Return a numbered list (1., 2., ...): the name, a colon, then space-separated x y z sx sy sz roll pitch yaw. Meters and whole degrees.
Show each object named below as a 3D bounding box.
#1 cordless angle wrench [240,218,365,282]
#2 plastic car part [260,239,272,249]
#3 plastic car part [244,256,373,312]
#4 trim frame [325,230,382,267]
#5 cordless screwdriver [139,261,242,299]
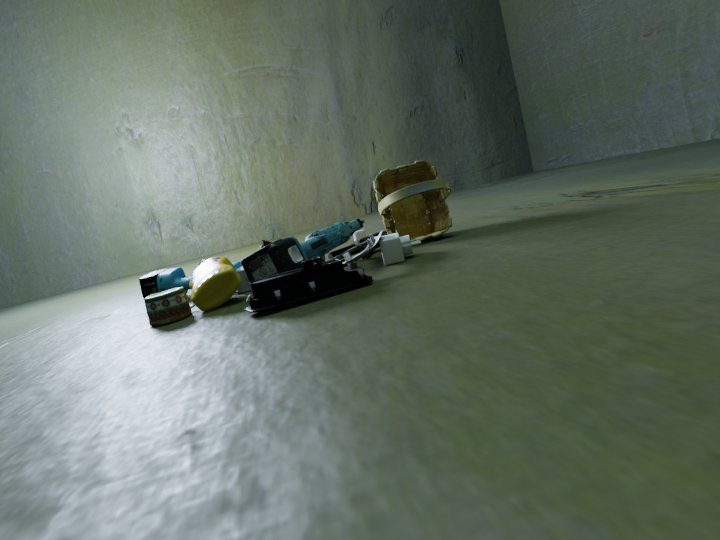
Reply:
1. cordless angle wrench: -0.089 -0.058 0.908 0.100 0.074 0.414 -26 5 28
2. plastic car part: -0.233 -0.031 1.124 0.073 0.068 0.110 -25 -23 30
3. plastic car part: -0.087 0.019 0.662 0.200 0.066 0.069 -19 15 -12
4. trim frame: -0.036 -0.027 0.827 0.186 0.027 0.247 -26 6 10
5. cordless screwdriver: -0.397 0.020 1.038 0.253 0.073 0.159 -9 13 10
